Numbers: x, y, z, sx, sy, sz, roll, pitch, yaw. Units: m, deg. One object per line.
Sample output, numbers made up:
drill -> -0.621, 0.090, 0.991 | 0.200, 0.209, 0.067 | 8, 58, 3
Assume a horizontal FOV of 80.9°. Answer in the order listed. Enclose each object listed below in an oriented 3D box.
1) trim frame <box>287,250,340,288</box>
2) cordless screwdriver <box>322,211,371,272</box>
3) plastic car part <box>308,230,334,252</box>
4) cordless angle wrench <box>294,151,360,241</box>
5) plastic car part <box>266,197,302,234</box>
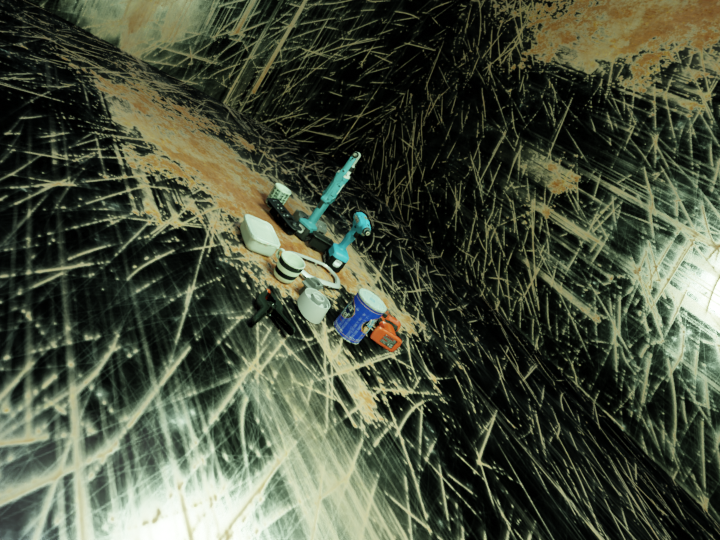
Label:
trim frame -> -0.169, -0.003, 1.544 | 0.235, 0.027, 0.194 | 19, 25, -42
cordless screwdriver -> -0.047, -0.101, 1.646 | 0.071, 0.249, 0.165 | 29, 20, -25
plastic car part -> -0.170, -0.111, 1.740 | 0.111, 0.071, 0.069 | 25, 22, -31
cordless angle wrench -> -0.130, -0.303, 1.722 | 0.076, 0.424, 0.095 | 42, 19, 13
plastic car part -> -0.321, -0.217, 1.740 | 0.212, 0.067, 0.063 | 45, 20, 25
